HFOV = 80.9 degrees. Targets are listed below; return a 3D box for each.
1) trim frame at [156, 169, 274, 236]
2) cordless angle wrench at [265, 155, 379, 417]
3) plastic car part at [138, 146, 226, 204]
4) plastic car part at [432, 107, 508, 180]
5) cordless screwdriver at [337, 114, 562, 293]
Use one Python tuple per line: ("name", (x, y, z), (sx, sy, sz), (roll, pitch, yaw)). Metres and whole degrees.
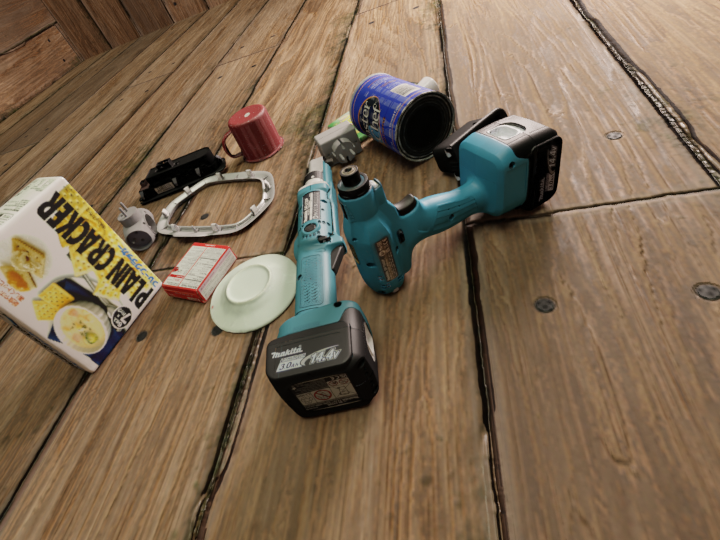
("trim frame", (-0.261, -0.121, 0.756), (0.259, 0.026, 0.185), (3, 51, 27))
("cordless angle wrench", (-0.053, -0.035, 0.540), (0.099, 0.071, 0.438), (-18, 41, 9))
("plastic car part", (-0.373, -0.204, 0.871), (0.205, 0.064, 0.068), (-15, 36, 9))
("plastic car part", (0.146, -0.173, 0.587), (0.115, 0.063, 0.075), (-45, 31, -24))
("cordless screwdriver", (0.093, -0.091, 0.458), (0.247, 0.151, 0.078), (-31, 42, -8))
